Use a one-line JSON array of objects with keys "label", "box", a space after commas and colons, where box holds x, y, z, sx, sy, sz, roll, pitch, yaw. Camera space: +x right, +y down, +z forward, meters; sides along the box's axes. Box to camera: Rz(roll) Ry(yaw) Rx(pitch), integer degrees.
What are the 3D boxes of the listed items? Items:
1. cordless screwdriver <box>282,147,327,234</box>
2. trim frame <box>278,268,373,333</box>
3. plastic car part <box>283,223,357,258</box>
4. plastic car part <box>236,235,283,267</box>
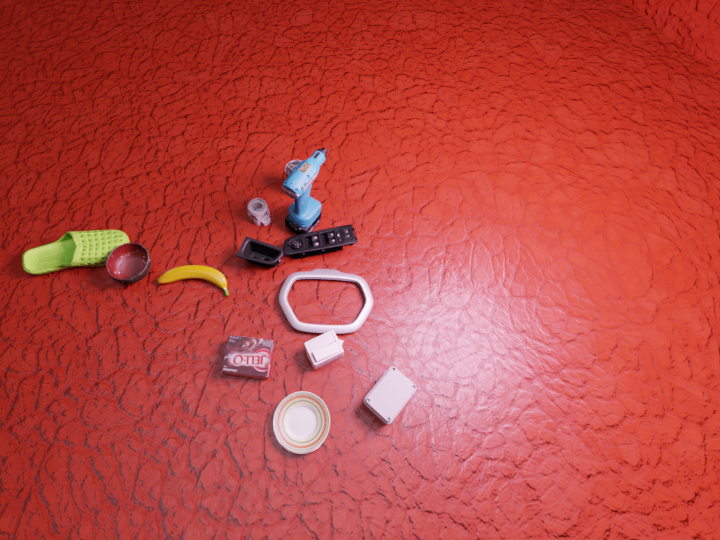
[{"label": "cordless screwdriver", "box": [-0.141, -0.207, 1.138, 0.076, 0.243, 0.159, 30, 65, 9]}, {"label": "trim frame", "box": [-0.091, 0.076, 1.112, 0.248, 0.027, 0.189, 1, 62, -1]}, {"label": "plastic car part", "box": [-0.114, -0.075, 1.169, 0.201, 0.065, 0.068, -9, 64, -6]}, {"label": "plastic car part", "box": [-0.266, -0.037, 1.145, 0.118, 0.069, 0.066, 17, 64, 6]}]
